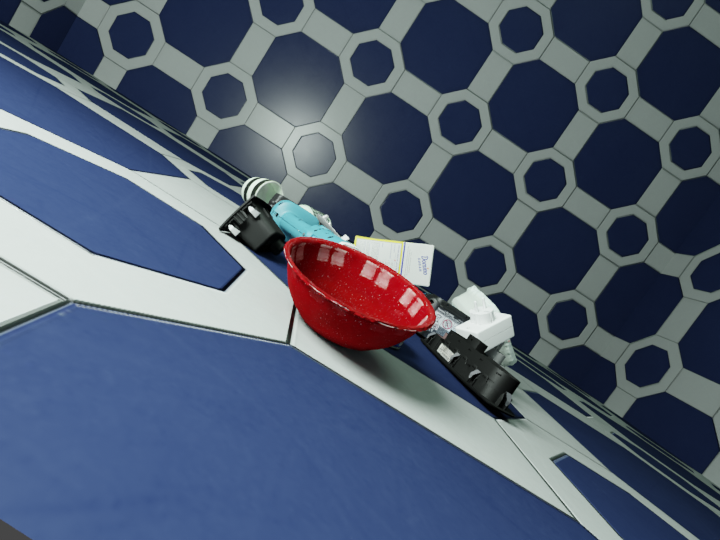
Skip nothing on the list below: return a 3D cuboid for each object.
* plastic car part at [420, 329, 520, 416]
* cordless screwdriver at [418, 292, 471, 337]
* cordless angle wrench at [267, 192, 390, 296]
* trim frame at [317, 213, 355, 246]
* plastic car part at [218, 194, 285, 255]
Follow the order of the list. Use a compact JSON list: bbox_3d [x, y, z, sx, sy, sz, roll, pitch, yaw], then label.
[{"bbox_3d":[0.162,0.135,0.607,0.064,0.067,0.209,39,5,-19],"label":"plastic car part"},{"bbox_3d":[0.122,0.078,0.841,0.160,0.074,0.247,33,1,1],"label":"cordless screwdriver"},{"bbox_3d":[-0.066,-0.043,0.671,0.093,0.074,0.444,30,3,-31],"label":"cordless angle wrench"},{"bbox_3d":[-0.006,-0.018,0.839,0.250,0.027,0.183,52,-3,3],"label":"trim frame"},{"bbox_3d":[-0.137,-0.053,0.599,0.072,0.066,0.114,49,4,7],"label":"plastic car part"}]
